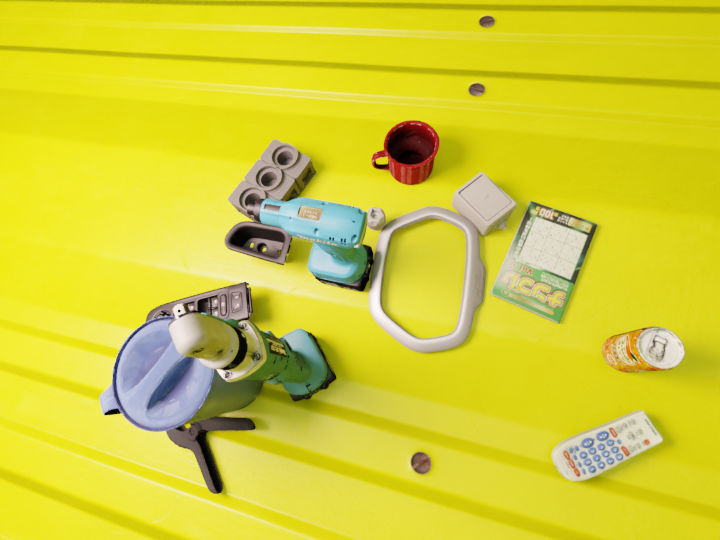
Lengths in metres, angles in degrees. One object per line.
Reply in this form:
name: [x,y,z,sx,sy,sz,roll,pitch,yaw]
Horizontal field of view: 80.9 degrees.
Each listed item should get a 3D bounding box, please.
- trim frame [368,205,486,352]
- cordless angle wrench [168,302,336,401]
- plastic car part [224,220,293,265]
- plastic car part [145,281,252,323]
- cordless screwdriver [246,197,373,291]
trim frame: [0.111,0.010,0.701,0.188,0.026,0.251,6,73,13]
cordless angle wrench: [-0.109,0.104,0.508,0.074,0.410,0.101,-30,73,-3]
plastic car part: [-0.174,-0.045,0.753,0.120,0.068,0.066,12,75,14]
plastic car part: [-0.278,0.077,0.734,0.205,0.065,0.068,-13,71,6]
cordless screwdriver: [-0.062,-0.041,0.637,0.163,0.241,0.075,13,76,11]
